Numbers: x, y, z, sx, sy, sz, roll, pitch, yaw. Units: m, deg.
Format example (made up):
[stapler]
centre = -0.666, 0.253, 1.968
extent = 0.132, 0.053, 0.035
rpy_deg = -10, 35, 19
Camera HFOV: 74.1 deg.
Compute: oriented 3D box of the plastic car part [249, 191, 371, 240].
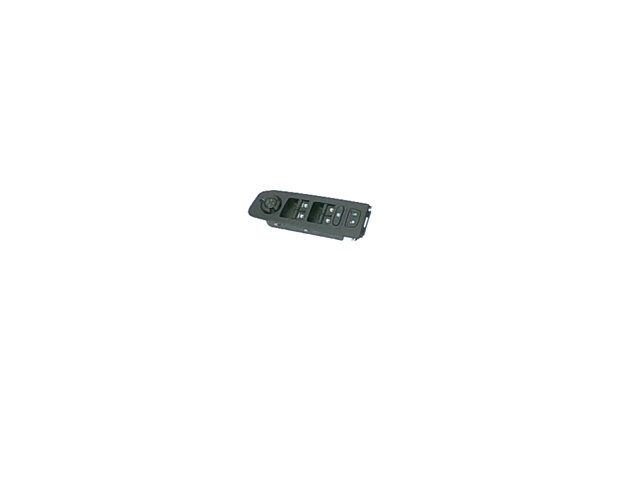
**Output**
[plastic car part]
centre = -0.018, -0.040, 0.717
extent = 0.204, 0.066, 0.067
rpy_deg = 12, -19, 14
